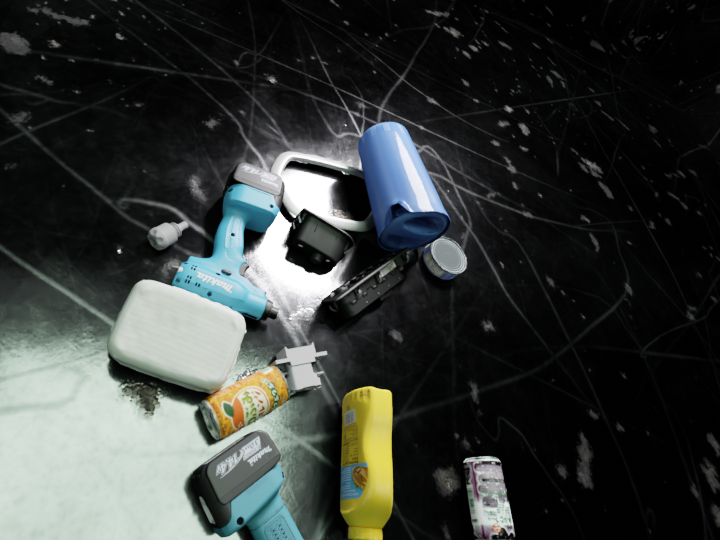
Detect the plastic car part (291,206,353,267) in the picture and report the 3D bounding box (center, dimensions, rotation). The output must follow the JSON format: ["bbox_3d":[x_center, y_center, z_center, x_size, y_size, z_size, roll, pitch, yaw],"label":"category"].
[{"bbox_3d":[-0.073,-0.048,0.745,0.114,0.067,0.071,32,66,-9],"label":"plastic car part"}]

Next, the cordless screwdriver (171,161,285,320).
[{"bbox_3d":[-0.178,-0.046,0.679,0.155,0.075,0.253,22,56,-13],"label":"cordless screwdriver"}]

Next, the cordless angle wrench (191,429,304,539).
[{"bbox_3d":[-0.044,0.389,0.460,0.095,0.075,0.432,-24,74,-37],"label":"cordless angle wrench"}]

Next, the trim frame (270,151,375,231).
[{"bbox_3d":[-0.061,-0.161,0.842,0.240,0.027,0.190,8,57,-20],"label":"trim frame"}]

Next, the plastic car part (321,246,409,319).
[{"bbox_3d":[0.014,0.026,0.738,0.197,0.069,0.066,-29,103,-39],"label":"plastic car part"}]
